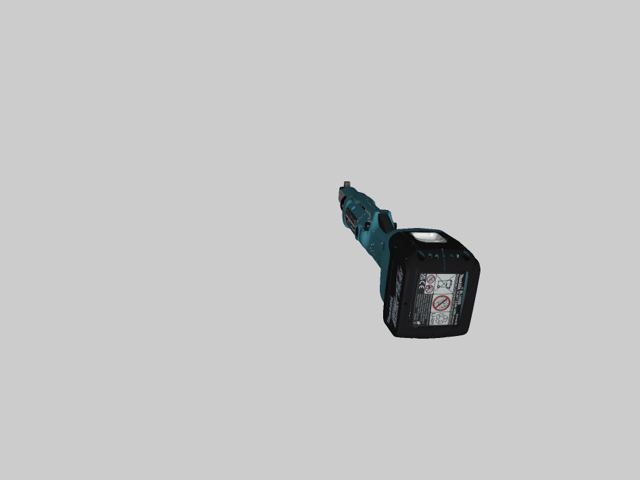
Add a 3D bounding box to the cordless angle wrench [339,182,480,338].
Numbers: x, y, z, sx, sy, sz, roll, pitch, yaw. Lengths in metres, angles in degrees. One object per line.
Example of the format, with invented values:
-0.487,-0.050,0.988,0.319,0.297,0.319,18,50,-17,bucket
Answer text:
0.076,-0.013,0.583,0.074,0.098,0.422,0,19,-9,cordless angle wrench
